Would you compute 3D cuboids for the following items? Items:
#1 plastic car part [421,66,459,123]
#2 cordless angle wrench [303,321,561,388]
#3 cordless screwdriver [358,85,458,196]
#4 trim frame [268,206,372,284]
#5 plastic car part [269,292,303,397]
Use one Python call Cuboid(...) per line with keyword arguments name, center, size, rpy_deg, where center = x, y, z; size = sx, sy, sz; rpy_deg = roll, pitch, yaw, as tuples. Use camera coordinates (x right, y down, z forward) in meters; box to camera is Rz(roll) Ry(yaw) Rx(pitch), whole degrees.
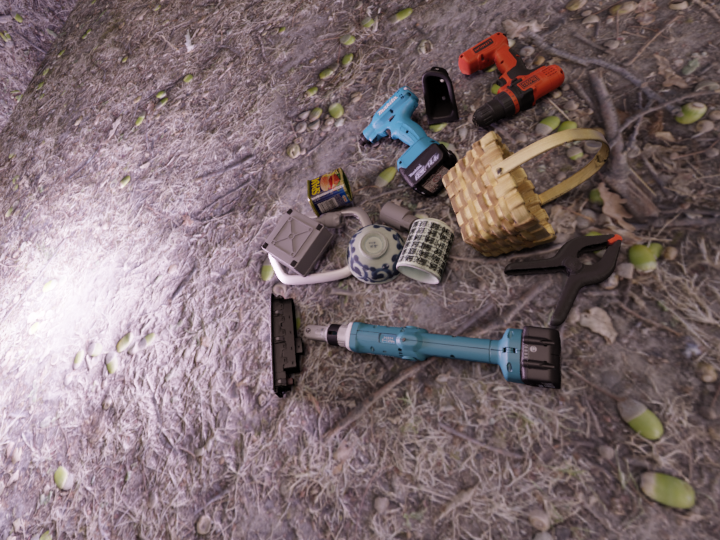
Cuboid(name="plastic car part", center=(0.170, -0.381, 0.897), size=(0.068, 0.111, 0.071), rpy_deg=(-1, 42, 24))
Cuboid(name="cordless angle wrench", center=(0.087, 0.121, 0.697), size=(0.441, 0.093, 0.075), rpy_deg=(1, 70, 30))
Cuboid(name="cordless screwdriver", center=(0.089, -0.257, 0.885), size=(0.161, 0.070, 0.260), rpy_deg=(-40, 53, 27))
Cuboid(name="trim frame", center=(-0.088, -0.058, 0.905), size=(0.256, 0.026, 0.188), rpy_deg=(-10, 63, 23))
Cuboid(name="plastic car part", center=(-0.147, 0.133, 0.818), size=(0.068, 0.063, 0.210), rpy_deg=(-17, 59, 5))
